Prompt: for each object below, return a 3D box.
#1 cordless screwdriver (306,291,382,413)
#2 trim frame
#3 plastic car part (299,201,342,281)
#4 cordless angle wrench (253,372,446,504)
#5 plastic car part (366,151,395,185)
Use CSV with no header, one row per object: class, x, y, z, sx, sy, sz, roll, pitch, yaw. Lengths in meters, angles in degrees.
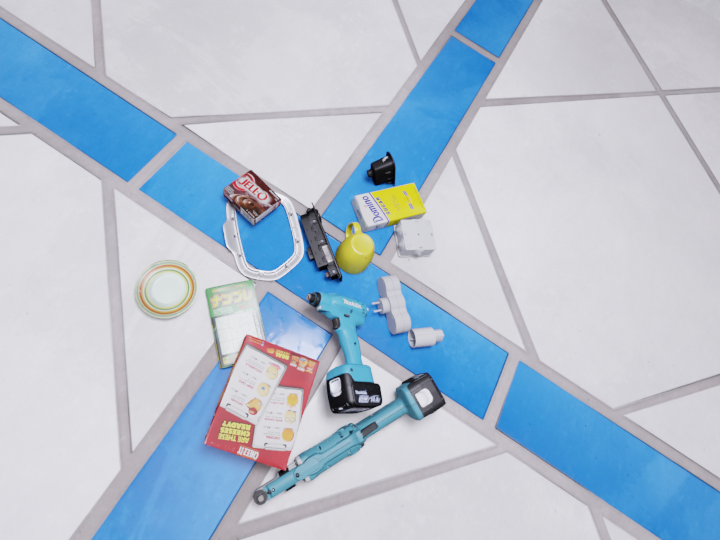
cordless screwdriver,-0.041,0.163,0.885,0.151,0.076,0.257,21,48,-37
trim frame,-0.235,-0.095,1.022,0.180,0.027,0.254,-10,72,-15
plastic car part,-0.100,-0.066,1.025,0.068,0.064,0.208,-19,74,6
cordless angle wrench,-0.023,0.344,0.860,0.416,0.097,0.076,-27,79,-16
plastic car part,0.052,-0.263,1.114,0.071,0.113,0.067,-21,76,2
